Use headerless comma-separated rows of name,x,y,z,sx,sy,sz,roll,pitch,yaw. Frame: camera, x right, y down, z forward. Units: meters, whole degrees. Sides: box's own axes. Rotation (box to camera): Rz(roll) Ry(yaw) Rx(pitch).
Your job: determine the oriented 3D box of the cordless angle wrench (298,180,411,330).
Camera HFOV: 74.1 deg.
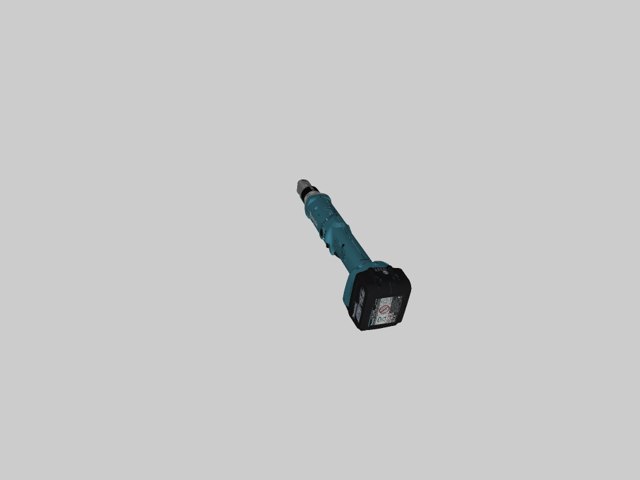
cordless angle wrench,0.027,-0.012,0.782,0.074,0.098,0.422,-5,35,-20
